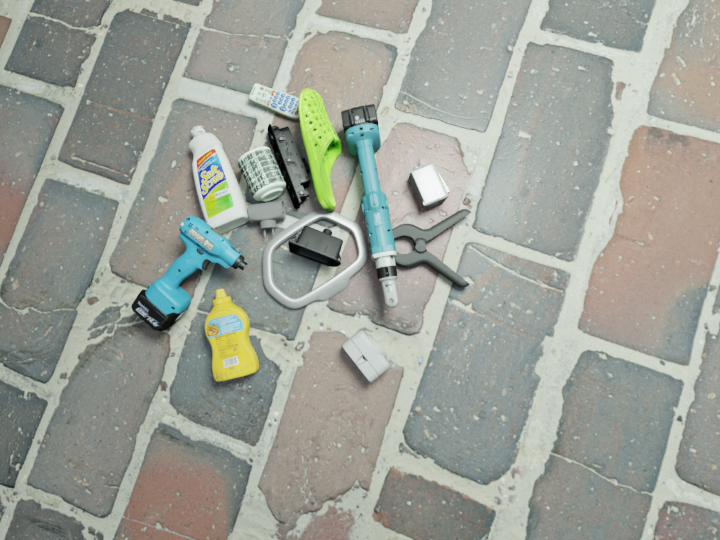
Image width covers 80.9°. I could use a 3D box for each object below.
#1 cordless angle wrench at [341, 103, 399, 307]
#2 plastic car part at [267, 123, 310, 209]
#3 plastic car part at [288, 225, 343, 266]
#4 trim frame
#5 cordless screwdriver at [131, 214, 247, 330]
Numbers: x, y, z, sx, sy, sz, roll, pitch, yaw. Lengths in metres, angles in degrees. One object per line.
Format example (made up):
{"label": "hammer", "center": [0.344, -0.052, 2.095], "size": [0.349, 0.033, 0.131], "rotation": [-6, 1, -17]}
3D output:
{"label": "cordless angle wrench", "center": [0.030, -0.134, 0.879], "size": [0.075, 0.095, 0.429], "rotation": [-11, 78, 6]}
{"label": "plastic car part", "center": [-0.157, -0.244, 0.949], "size": [0.066, 0.066, 0.206], "rotation": [-24, 81, -8]}
{"label": "plastic car part", "center": [-0.088, -0.058, 0.901], "size": [0.118, 0.065, 0.071], "rotation": [17, 72, 4]}
{"label": "trim frame", "center": [-0.104, -0.025, 0.934], "size": [0.248, 0.027, 0.188], "rotation": [-34, 79, 0]}
{"label": "cordless screwdriver", "center": [-0.366, 0.022, 0.910], "size": [0.159, 0.074, 0.249], "rotation": [38, 101, -1]}
